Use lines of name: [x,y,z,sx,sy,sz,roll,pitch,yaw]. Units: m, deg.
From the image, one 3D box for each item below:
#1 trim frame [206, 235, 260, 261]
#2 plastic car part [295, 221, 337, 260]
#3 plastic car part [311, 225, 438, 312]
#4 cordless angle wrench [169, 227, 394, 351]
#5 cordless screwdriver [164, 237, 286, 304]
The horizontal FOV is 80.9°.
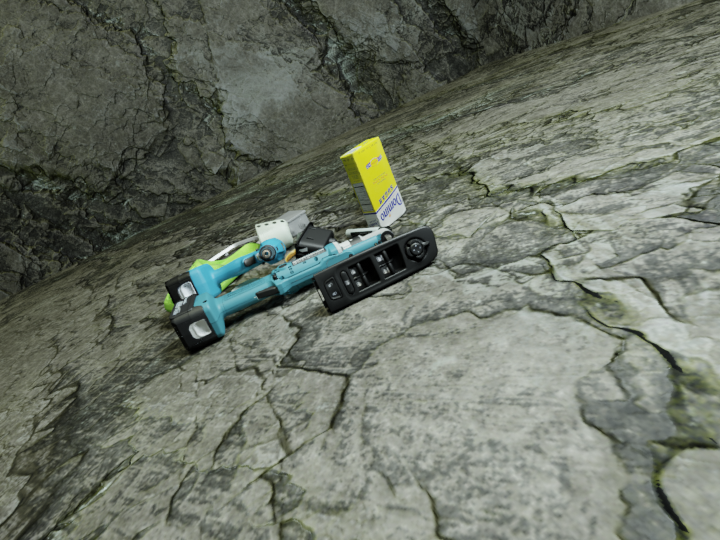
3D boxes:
trim frame: [-0.362,-0.032,1.165,0.193,0.027,0.244,-2,30,45]
plastic car part: [-0.087,-0.057,0.887,0.073,0.064,0.117,9,38,13]
plastic car part: [0.027,-0.004,0.673,0.203,0.067,0.066,-26,-5,1]
cordless angle wrench: [-0.134,0.016,0.777,0.421,0.072,0.101,-24,20,-4]
cordless screwdriver: [-0.270,0.003,0.857,0.249,0.074,0.160,-25,6,0]
